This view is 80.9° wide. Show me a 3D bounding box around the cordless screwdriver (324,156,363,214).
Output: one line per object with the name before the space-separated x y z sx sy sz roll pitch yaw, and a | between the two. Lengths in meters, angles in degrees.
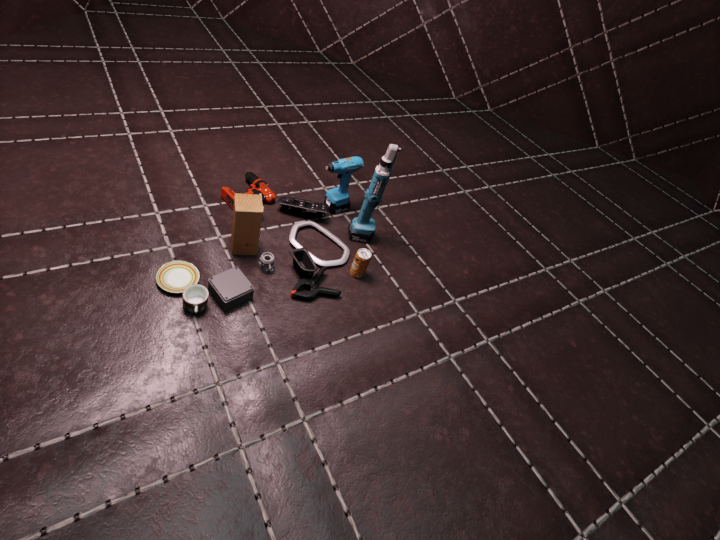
cordless screwdriver | -0.090 -0.337 1.677 0.154 0.245 0.078 -17 56 -32

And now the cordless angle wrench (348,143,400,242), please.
cordless angle wrench | 0.051 -0.275 1.535 0.096 0.417 0.076 12 45 -11

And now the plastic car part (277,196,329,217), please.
plastic car part | -0.230 -0.248 1.677 0.202 0.066 0.068 14 44 -3

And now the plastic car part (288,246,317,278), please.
plastic car part | -0.198 -0.015 1.454 0.064 0.070 0.122 -13 52 -29

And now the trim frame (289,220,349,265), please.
trim frame | -0.155 -0.101 1.582 0.257 0.027 0.181 35 47 18
